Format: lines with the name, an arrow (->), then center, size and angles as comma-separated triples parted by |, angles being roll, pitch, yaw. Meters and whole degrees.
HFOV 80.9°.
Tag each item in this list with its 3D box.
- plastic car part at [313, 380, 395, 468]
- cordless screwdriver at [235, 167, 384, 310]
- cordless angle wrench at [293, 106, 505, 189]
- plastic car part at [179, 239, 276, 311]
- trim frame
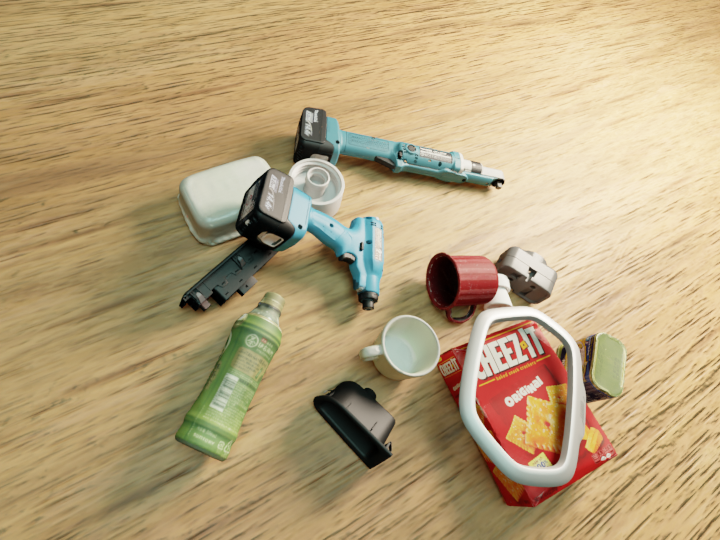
plastic car part -> 0.001, 0.196, 0.578 | 0.120, 0.066, 0.069 | 45, 46, 15
cordless screwdriver -> -0.063, -0.041, 0.641 | 0.237, 0.076, 0.163 | 21, 56, -31
cordless angle wrench -> 0.086, -0.217, 0.814 | 0.415, 0.074, 0.100 | 9, 61, -11
plastic car part -> -0.178, -0.008, 0.639 | 0.067, 0.066, 0.202 | 38, 59, -1
trim frame -> 0.228, 0.160, 0.582 | 0.185, 0.027, 0.251 | 21, 57, 2
